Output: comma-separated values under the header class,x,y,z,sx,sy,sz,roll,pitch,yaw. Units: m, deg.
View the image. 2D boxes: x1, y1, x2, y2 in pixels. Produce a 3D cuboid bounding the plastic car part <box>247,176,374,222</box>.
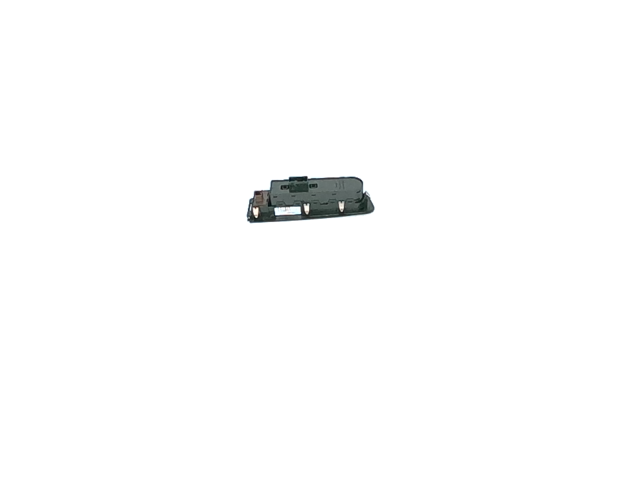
class,x,y,z,sx,sy,sz,roll,pitch,yaw
plastic car part,-0.015,-0.071,0.679,0.203,0.067,0.066,1,34,-2
